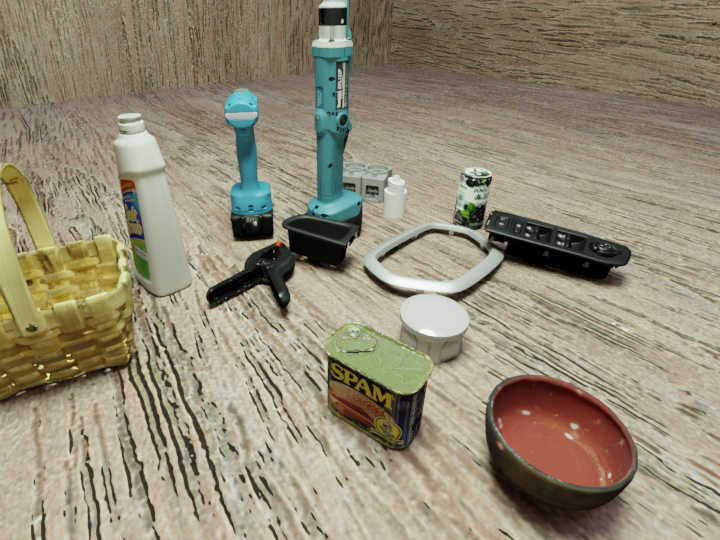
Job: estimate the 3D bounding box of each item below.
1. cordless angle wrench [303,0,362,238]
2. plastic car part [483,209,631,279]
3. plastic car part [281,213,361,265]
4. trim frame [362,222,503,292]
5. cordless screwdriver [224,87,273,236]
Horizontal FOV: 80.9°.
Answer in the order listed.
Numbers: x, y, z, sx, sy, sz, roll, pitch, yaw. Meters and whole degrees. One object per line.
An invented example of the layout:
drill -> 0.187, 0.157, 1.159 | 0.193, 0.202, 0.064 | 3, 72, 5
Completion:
cordless angle wrench -> -0.043, -0.240, 0.667 | 0.095, 0.411, 0.079 | -24, 39, -37
plastic car part -> 0.297, -0.034, 0.657 | 0.212, 0.065, 0.065 | 16, 34, 24
plastic car part -> -0.066, -0.043, 0.676 | 0.121, 0.069, 0.065 | 13, 33, 20
trim frame -> 0.117, -0.026, 0.685 | 0.194, 0.027, 0.242 | 25, 40, 35
cordless screwdriver -> -0.199, -0.193, 0.753 | 0.073, 0.242, 0.166 | -4, 31, -10
